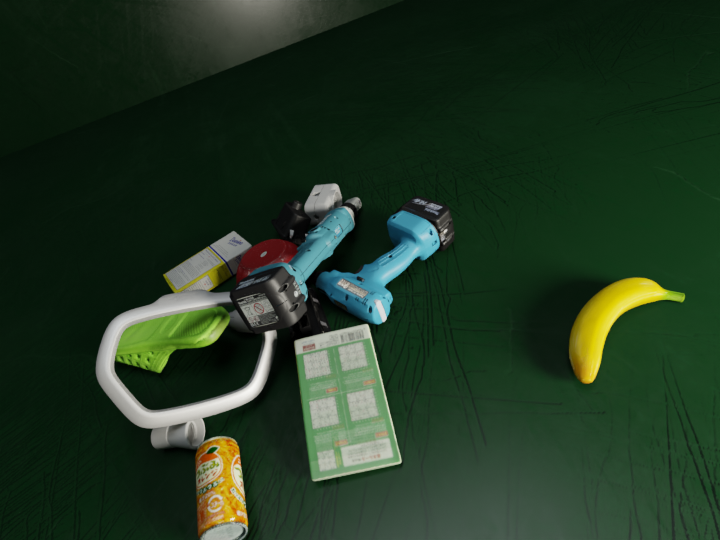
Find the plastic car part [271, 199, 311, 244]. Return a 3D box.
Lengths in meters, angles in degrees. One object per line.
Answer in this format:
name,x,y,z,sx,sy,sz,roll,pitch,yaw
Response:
plastic car part,-0.141,-0.109,0.885,0.071,0.063,0.123,-62,37,19

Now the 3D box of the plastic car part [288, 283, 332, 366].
plastic car part,-0.086,0.087,0.664,0.066,0.064,0.212,-27,37,1

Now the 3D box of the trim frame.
trim frame,-0.240,0.115,0.605,0.242,0.027,0.189,-11,71,-20

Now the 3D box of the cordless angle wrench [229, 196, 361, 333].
cordless angle wrench,-0.073,-0.048,0.746,0.101,0.072,0.421,-17,21,28

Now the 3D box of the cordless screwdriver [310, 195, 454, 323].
cordless screwdriver,0.039,-0.029,0.733,0.168,0.071,0.246,24,60,40
